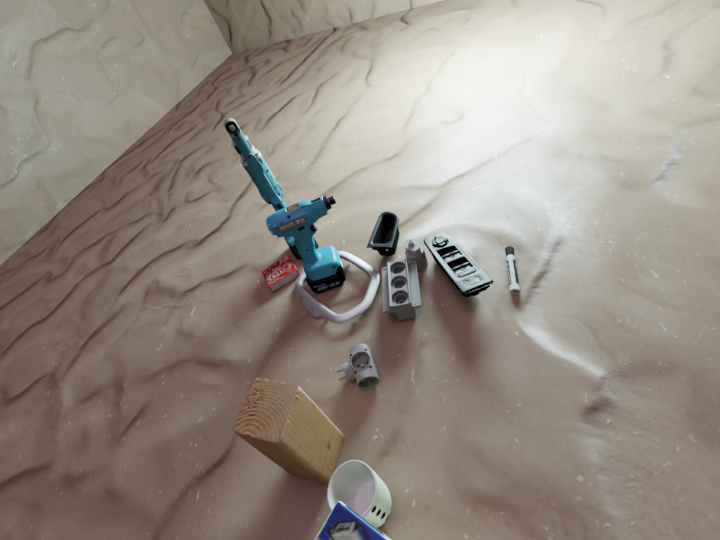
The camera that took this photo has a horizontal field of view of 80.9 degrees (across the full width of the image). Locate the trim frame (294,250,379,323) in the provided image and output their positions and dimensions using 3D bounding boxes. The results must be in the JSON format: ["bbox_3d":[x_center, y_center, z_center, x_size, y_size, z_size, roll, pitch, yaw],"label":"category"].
[{"bbox_3d":[-0.062,0.036,1.032,0.183,0.026,0.263,-43,44,-14],"label":"trim frame"}]

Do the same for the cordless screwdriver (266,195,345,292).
[{"bbox_3d":[-0.097,-0.063,0.991,0.161,0.236,0.077,-21,42,8],"label":"cordless screwdriver"}]

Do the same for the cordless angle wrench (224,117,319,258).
[{"bbox_3d":[-0.226,-0.199,1.066,0.074,0.402,0.103,-29,42,-3],"label":"cordless angle wrench"}]

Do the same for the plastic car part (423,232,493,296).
[{"bbox_3d":[0.204,-0.011,0.907,0.066,0.064,0.213,-28,43,1],"label":"plastic car part"}]

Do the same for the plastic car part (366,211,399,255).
[{"bbox_3d":[0.069,-0.082,1.043,0.069,0.067,0.117,1,50,28],"label":"plastic car part"}]
